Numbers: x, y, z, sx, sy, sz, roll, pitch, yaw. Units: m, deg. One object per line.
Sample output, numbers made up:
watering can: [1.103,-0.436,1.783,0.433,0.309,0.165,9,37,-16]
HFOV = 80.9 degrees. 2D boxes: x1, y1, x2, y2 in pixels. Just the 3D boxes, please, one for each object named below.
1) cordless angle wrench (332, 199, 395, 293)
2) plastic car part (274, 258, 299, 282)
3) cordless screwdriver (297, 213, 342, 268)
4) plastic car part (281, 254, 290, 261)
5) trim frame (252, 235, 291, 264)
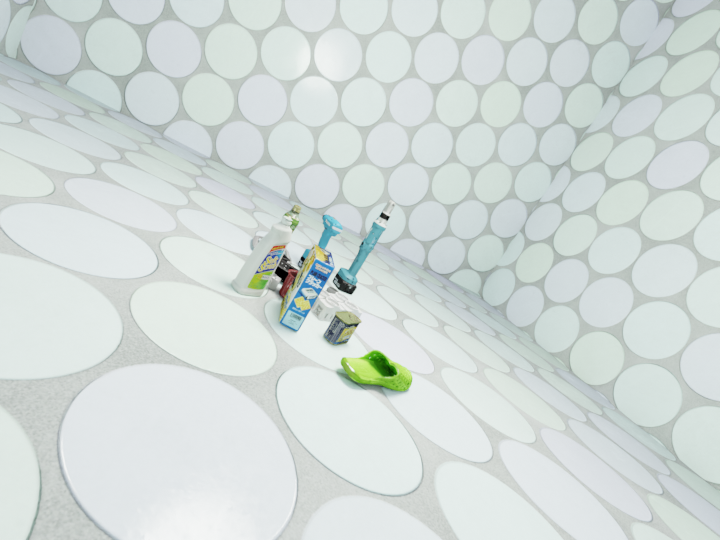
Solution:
cordless angle wrench: [0.027,-0.101,1.748,0.071,0.422,0.103,24,13,-31]
plastic car part: [-0.239,0.023,1.474,0.201,0.067,0.067,29,12,-5]
cordless screwdriver: [-0.171,-0.112,1.749,0.071,0.248,0.167,24,13,-31]
plastic car part: [-0.313,-0.039,1.545,0.062,0.071,0.123,19,16,-44]
trim frame: [-0.356,-0.079,1.717,0.179,0.027,0.257,26,13,-18]
